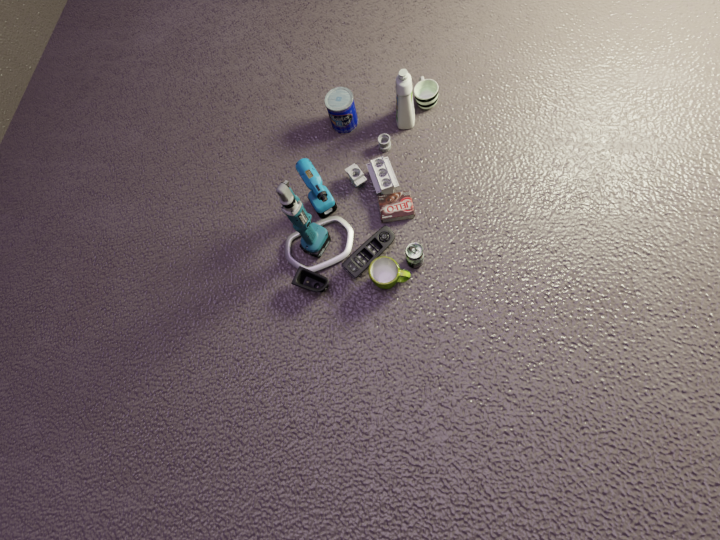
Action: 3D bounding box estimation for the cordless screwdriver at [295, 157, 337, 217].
[{"bbox_3d":[-0.132,-0.245,1.380,0.074,0.240,0.165,-31,70,-2],"label":"cordless screwdriver"}]

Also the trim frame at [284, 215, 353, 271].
[{"bbox_3d":[-0.141,-0.092,1.442,0.249,0.026,0.191,-25,67,3],"label":"trim frame"}]

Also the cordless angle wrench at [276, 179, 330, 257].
[{"bbox_3d":[-0.176,-0.149,1.264,0.077,0.408,0.098,28,79,15],"label":"cordless angle wrench"}]

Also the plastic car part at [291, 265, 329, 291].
[{"bbox_3d":[-0.154,0.041,1.374,0.121,0.068,0.066,21,77,18],"label":"plastic car part"}]

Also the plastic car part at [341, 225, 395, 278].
[{"bbox_3d":[0.033,-0.057,1.369,0.202,0.064,0.069,-45,70,-6],"label":"plastic car part"}]
